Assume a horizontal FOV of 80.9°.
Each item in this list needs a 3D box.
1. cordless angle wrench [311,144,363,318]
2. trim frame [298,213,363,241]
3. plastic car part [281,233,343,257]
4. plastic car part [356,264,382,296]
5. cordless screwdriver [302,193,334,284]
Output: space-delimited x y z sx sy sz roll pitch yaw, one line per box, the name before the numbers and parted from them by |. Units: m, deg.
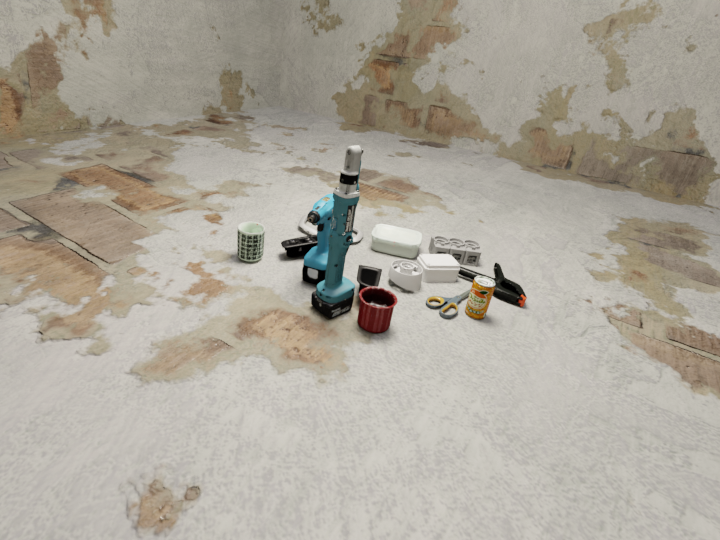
cordless angle wrench | -0.045 -0.084 0.995 0.094 0.414 0.079 -17 37 -40
trim frame | -0.106 -0.150 1.501 0.261 0.027 0.179 25 34 29
plastic car part | -0.154 -0.079 1.324 0.196 0.065 0.070 -7 32 -24
plastic car part | 0.017 0.042 1.137 0.067 0.069 0.118 10 29 3
cordless screwdriver | -0.111 -0.073 1.138 0.076 0.243 0.158 16 29 13
